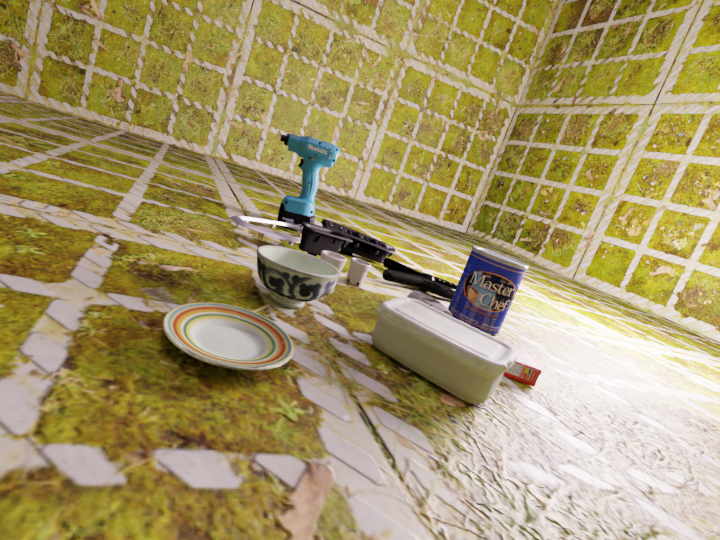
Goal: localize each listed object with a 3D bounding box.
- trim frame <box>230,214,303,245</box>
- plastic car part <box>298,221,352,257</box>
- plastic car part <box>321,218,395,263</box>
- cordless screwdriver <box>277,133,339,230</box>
[{"bbox_3d":[-0.193,-0.093,1.000,0.194,0.027,0.237,26,15,31],"label":"trim frame"},{"bbox_3d":[-0.088,-0.057,0.898,0.111,0.070,0.070,10,15,-36],"label":"plastic car part"},{"bbox_3d":[-0.007,-0.065,1.051,0.199,0.066,0.068,16,12,-12],"label":"plastic car part"},{"bbox_3d":[-0.168,-0.237,1.138,0.159,0.247,0.075,19,11,0],"label":"cordless screwdriver"}]
